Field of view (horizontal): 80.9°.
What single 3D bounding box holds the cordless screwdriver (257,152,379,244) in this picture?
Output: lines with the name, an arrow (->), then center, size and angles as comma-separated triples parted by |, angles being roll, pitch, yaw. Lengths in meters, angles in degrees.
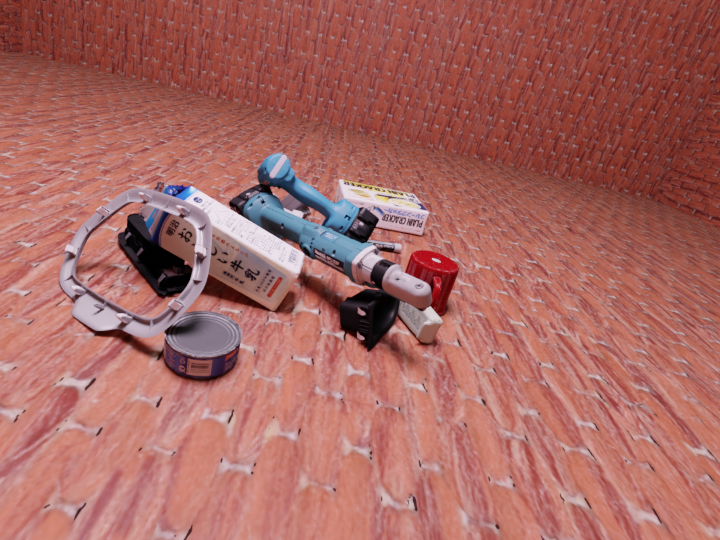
cordless screwdriver -> -0.095, -0.133, 0.834 | 0.242, 0.074, 0.164 | 34, -9, -16

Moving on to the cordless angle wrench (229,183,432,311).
cordless angle wrench -> -0.065, -0.043, 0.666 | 0.073, 0.094, 0.448 | -37, 42, -26

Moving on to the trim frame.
trim frame -> -0.284, -0.017, 0.524 | 0.260, 0.184, 0.026 | 20, -14, 26

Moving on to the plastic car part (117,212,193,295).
plastic car part -> -0.318, -0.036, 0.650 | 0.064, 0.065, 0.215 | -18, 36, -40

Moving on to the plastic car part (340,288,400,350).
plastic car part -> 0.008, 0.057, 0.620 | 0.074, 0.065, 0.114 | 8, 18, 22
